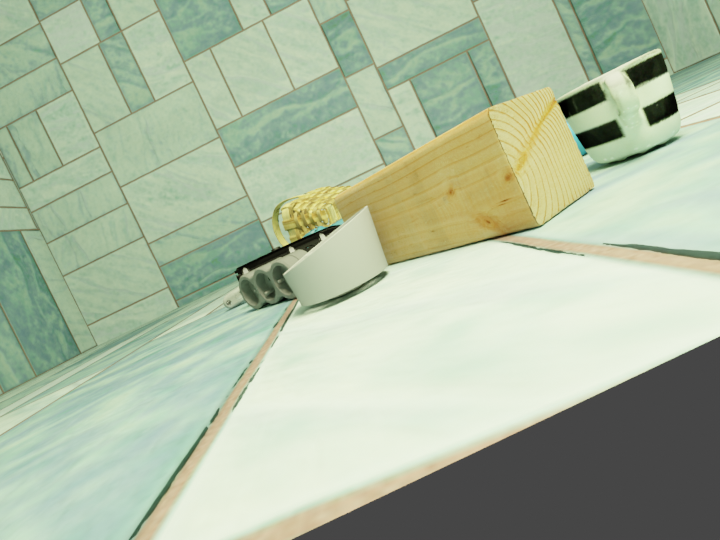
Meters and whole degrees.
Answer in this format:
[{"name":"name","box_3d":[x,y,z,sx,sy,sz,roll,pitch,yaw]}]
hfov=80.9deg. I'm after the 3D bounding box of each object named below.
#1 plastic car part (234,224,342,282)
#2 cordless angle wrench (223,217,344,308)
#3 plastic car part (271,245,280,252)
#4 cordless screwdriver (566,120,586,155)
[{"name":"plastic car part","box_3d":[-0.094,-0.013,0.675,0.200,0.065,0.069,-28,16,-14]},{"name":"cordless angle wrench","box_3d":[-0.074,-0.049,0.760,0.426,0.073,0.099,-32,11,8]},{"name":"plastic car part","box_3d":[-0.163,-0.013,0.868,0.067,0.070,0.115,-23,9,19]},{"name":"cordless screwdriver","box_3d":[0.237,-0.177,0.686,0.160,0.073,0.251,-25,11,4]}]
